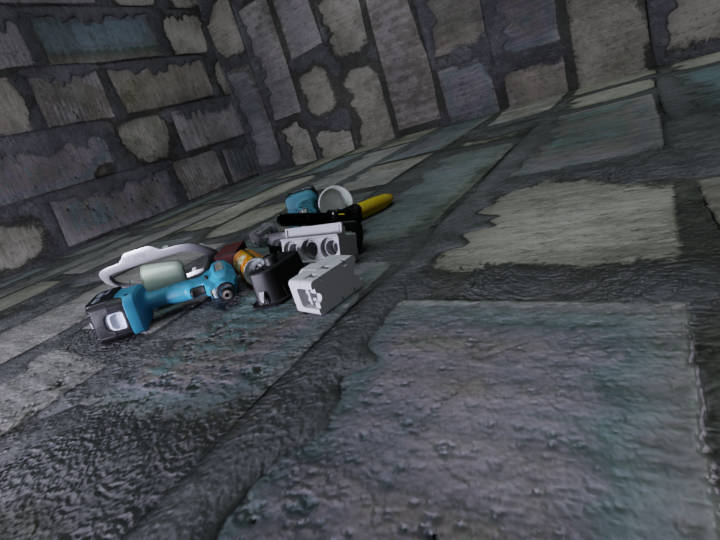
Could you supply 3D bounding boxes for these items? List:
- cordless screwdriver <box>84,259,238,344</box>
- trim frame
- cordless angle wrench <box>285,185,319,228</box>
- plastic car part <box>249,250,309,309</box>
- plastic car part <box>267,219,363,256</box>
[{"bbox_3d":[-0.332,0.052,0.729,0.245,0.073,0.165,-19,19,-14],"label":"cordless screwdriver"},{"bbox_3d":[-0.421,-0.008,0.896,0.250,0.028,0.178,-15,-17,5],"label":"trim frame"},{"bbox_3d":[-0.139,-0.134,1.057,0.098,0.072,0.435,-19,22,-1],"label":"cordless angle wrench"},{"bbox_3d":[-0.129,0.005,0.673,0.069,0.069,0.114,-6,19,37],"label":"plastic car part"},{"bbox_3d":[-0.078,-0.051,0.802,0.211,0.067,0.064,-7,-4,32],"label":"plastic car part"}]
